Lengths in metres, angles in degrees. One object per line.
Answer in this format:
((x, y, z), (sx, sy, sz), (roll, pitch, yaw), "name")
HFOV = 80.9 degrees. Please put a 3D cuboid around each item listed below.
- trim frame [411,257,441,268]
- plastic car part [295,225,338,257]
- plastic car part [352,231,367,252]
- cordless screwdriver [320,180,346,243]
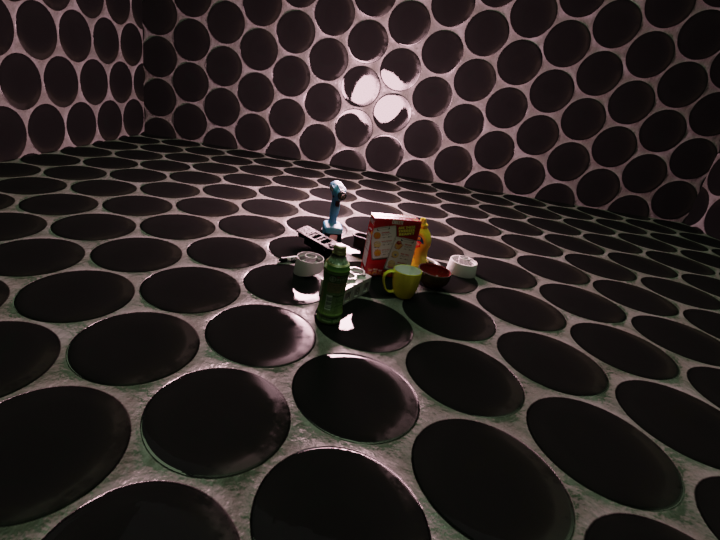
((0.186, -0.043, 1.606), (0.261, 0.027, 0.178), (23, 28, 30), "trim frame")
((-0.154, -0.101, 1.576), (0.214, 0.066, 0.064), (26, 28, 34), "plastic car part")
((0.023, -0.101, 1.630), (0.120, 0.070, 0.065), (15, 24, 14), "plastic car part")
((-0.096, -0.208, 1.613), (0.073, 0.244, 0.165), (4, 23, -15), "cordless screwdriver")
